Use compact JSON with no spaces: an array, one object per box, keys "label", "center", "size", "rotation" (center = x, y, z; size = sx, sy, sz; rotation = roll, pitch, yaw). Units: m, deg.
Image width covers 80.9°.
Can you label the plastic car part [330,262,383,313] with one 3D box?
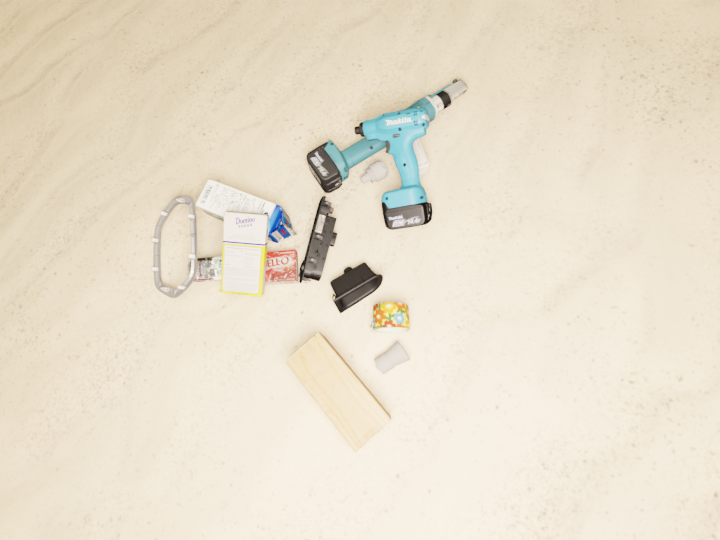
[{"label":"plastic car part","center":[-0.017,0.027,0.908],"size":[0.116,0.063,0.074],"rotation":[-34,59,-6]}]

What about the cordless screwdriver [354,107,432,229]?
[{"label":"cordless screwdriver","center":[0.071,-0.213,0.909],"size":[0.165,0.072,0.247],"rotation":[-2,96,25]}]

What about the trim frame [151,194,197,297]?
[{"label":"trim frame","center":[-0.429,-0.059,0.977],"size":[0.190,0.026,0.254],"rotation":[-19,67,31]}]

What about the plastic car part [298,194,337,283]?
[{"label":"plastic car part","center":[-0.093,-0.061,0.947],"size":[0.065,0.067,0.204],"rotation":[21,74,-14]}]

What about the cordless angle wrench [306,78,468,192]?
[{"label":"cordless angle wrench","center":[0.074,-0.331,0.997],"size":[0.421,0.072,0.101],"rotation":[-32,73,-4]}]
